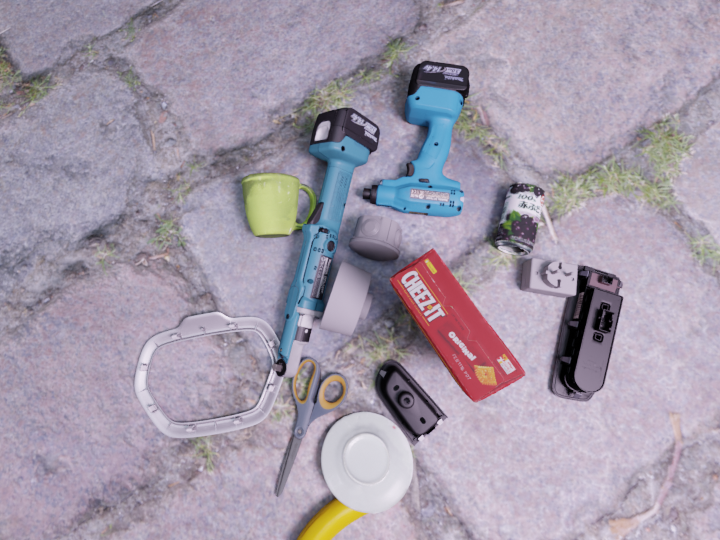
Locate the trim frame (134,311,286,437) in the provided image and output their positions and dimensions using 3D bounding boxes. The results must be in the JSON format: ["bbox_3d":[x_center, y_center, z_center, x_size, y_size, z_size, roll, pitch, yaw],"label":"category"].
[{"bbox_3d":[-0.240,0.162,0.669,0.250,0.027,0.188,-11,75,5],"label":"trim frame"}]

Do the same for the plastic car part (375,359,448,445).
[{"bbox_3d":[0.068,0.190,0.610,0.066,0.070,0.119,-39,81,-6],"label":"plastic car part"}]

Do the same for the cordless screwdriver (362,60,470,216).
[{"bbox_3d":[0.095,-0.215,0.701,0.161,0.073,0.250,6,82,6],"label":"cordless screwdriver"}]

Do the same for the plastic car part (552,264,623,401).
[{"bbox_3d":[0.338,0.093,0.613,0.066,0.067,0.203,20,82,-1],"label":"plastic car part"}]

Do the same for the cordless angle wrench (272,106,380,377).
[{"bbox_3d":[-0.065,-0.043,0.669,0.078,0.092,0.424,6,81,46],"label":"cordless angle wrench"}]
